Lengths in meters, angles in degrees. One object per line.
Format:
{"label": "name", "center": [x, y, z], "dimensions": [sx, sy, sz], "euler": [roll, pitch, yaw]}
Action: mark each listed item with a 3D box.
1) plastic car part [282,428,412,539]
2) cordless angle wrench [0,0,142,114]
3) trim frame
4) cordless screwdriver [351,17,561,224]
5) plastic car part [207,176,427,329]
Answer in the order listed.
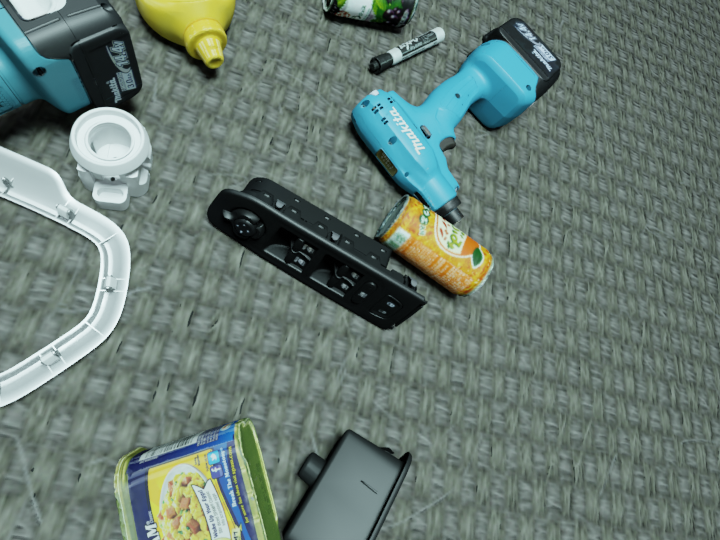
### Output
{"label": "plastic car part", "center": [-0.019, 0.177, 0.326], "dimensions": [0.072, 0.065, 0.116], "euler": [30, 62, 6]}
{"label": "cordless angle wrench", "center": [-0.350, -0.072, 0.263], "dimensions": [0.417, 0.099, 0.075], "euler": [-38, 90, -20]}
{"label": "trim frame", "center": [-0.301, -0.008, 0.311], "dimensions": [0.245, 0.028, 0.186], "euler": [23, 66, -7]}
{"label": "cordless screwdriver", "center": [0.125, -0.169, 0.476], "dimensions": [0.245, 0.075, 0.160], "euler": [-37, 87, -21]}
{"label": "plastic car part", "center": [-0.037, -0.024, 0.381], "dimensions": [0.200, 0.067, 0.068], "euler": [27, 57, -8]}
